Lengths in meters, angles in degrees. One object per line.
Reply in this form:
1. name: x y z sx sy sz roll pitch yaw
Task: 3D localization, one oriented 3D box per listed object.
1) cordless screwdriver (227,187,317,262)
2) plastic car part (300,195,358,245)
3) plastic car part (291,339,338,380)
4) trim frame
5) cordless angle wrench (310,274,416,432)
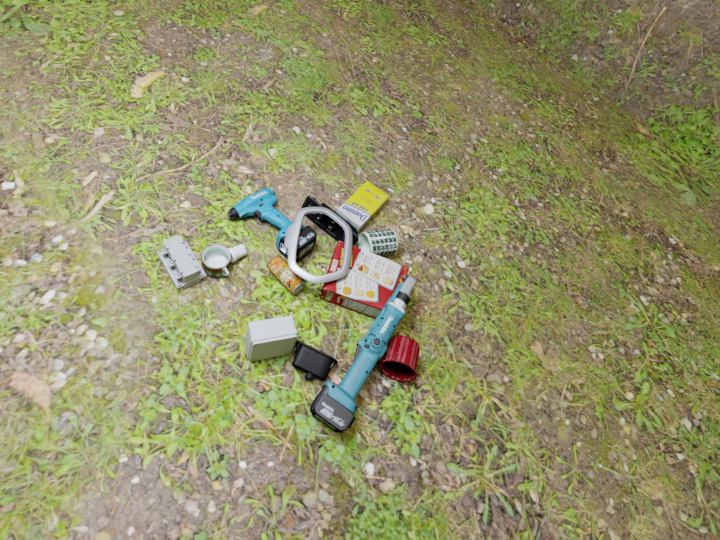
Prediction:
1. cordless screwdriver: -0.252 -0.127 1.205 0.156 0.073 0.258 -34 67 -32
2. plastic car part: -0.085 -0.146 1.274 0.209 0.066 0.065 41 30 15
3. plastic car part: -0.117 0.224 1.014 0.117 0.066 0.071 29 69 0
4. trim frame: -0.111 -0.073 1.140 0.180 0.027 0.254 13 57 -11
5. cordless angle wrench: 0.031 0.179 1.022 0.099 0.073 0.422 32 65 6
